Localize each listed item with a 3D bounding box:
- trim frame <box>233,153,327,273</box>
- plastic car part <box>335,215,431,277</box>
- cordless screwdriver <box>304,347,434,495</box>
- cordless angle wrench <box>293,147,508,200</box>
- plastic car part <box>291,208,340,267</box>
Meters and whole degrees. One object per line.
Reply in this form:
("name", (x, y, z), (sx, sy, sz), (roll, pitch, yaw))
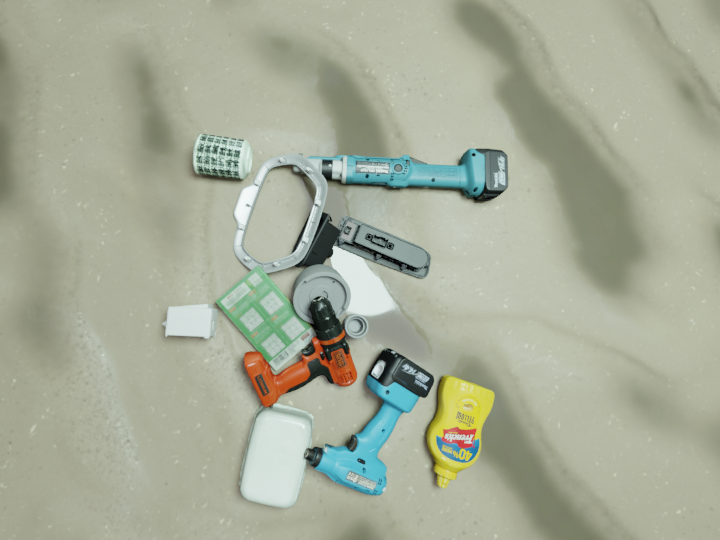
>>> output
("trim frame", (-0.164, -0.114, 0.827), (0.192, 0.026, 0.249), (17, 86, 24))
("plastic car part", (0.051, -0.049, 0.838), (0.202, 0.067, 0.067), (24, 74, -2))
("cordless screwdriver", (0.016, 0.262, 0.759), (0.154, 0.076, 0.249), (29, 83, -17))
("cordless angle wrench", (0.074, -0.201, 0.860), (0.423, 0.073, 0.099), (3, 81, 0))
("plastic car part", (-0.081, -0.053, 0.830), (0.067, 0.069, 0.116), (23, 92, -36))
